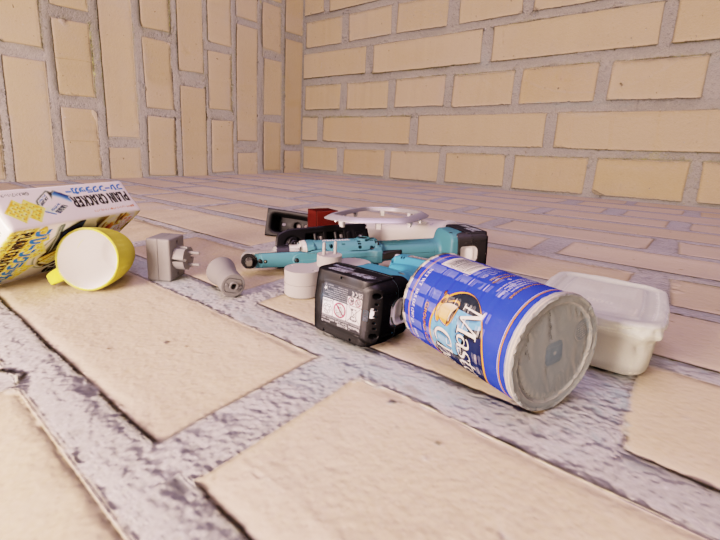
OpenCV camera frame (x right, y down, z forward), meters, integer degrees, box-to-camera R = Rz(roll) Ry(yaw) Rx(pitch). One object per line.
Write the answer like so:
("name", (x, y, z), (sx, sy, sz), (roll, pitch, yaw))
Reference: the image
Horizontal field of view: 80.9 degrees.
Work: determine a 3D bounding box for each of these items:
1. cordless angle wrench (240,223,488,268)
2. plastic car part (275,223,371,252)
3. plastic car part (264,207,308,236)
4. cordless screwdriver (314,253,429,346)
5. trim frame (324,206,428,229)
("cordless angle wrench", (0.007, -0.031, 0.735), (0.416, 0.073, 0.101), (-3, 16, -10))
("plastic car part", (-0.079, -0.051, 0.804), (0.195, 0.066, 0.070), (-8, 4, -35))
("plastic car part", (-0.162, -0.109, 1.010), (0.118, 0.066, 0.070), (7, 1, 6))
("cordless screwdriver", (0.065, 0.027, 0.533), (0.167, 0.073, 0.239), (13, 15, 33))
("trim frame", (0.032, -0.106, 0.836), (0.192, 0.027, 0.242), (8, 17, 23))
